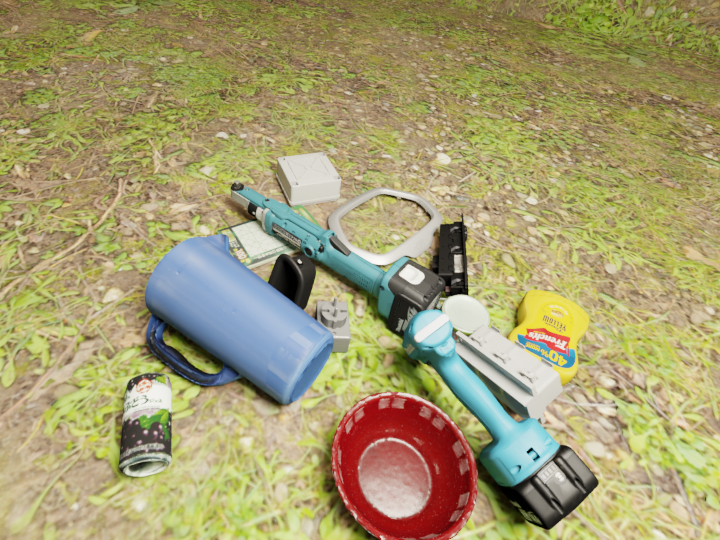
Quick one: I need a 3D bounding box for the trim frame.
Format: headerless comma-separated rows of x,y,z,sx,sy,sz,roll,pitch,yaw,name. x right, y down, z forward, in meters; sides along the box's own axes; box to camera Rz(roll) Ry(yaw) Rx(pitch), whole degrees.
0.050,-0.092,0.821,0.193,0.027,0.243,34,50,26,trim frame

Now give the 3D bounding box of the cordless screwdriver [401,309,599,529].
0.141,0.167,0.517,0.074,0.155,0.258,-34,70,-12,cordless screwdriver

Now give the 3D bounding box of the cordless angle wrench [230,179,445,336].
-0.070,-0.046,0.712,0.442,0.095,0.073,32,49,24,cordless angle wrench

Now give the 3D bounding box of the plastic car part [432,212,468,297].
0.163,-0.022,0.746,0.069,0.063,0.205,-5,42,22,plastic car part

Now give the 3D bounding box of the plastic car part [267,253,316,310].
-0.099,0.025,0.638,0.069,0.115,0.069,32,25,20,plastic car part
